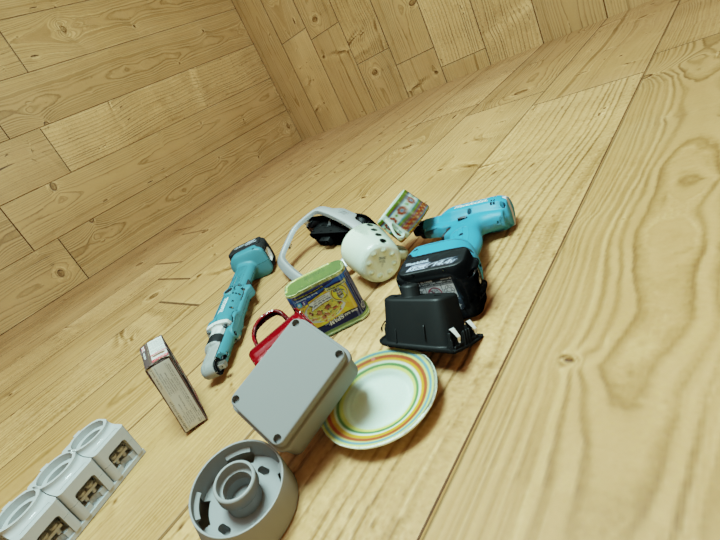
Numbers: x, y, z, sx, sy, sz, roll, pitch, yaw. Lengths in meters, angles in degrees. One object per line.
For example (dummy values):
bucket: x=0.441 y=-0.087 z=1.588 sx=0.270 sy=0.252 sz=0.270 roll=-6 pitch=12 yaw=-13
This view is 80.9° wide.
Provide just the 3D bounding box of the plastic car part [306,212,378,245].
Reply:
plastic car part: x=-0.050 y=-0.086 z=0.911 sx=0.212 sy=0.063 sz=0.067 roll=-2 pitch=43 yaw=46

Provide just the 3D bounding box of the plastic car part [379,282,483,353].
plastic car part: x=0.067 y=0.050 z=0.481 sx=0.122 sy=0.071 sz=0.063 roll=-1 pitch=6 yaw=44

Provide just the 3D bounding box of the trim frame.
trim frame: x=-0.083 y=-0.054 z=0.851 sx=0.184 sy=0.026 sz=0.262 roll=-52 pitch=35 yaw=-5

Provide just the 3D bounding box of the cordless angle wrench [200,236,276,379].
cordless angle wrench: x=-0.241 y=0.059 z=0.823 sx=0.099 sy=0.071 sz=0.434 roll=-25 pitch=26 yaw=9

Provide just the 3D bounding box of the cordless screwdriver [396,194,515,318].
cordless screwdriver: x=0.118 y=-0.027 z=0.603 sx=0.165 sy=0.072 sz=0.246 roll=-11 pitch=25 yaw=35
